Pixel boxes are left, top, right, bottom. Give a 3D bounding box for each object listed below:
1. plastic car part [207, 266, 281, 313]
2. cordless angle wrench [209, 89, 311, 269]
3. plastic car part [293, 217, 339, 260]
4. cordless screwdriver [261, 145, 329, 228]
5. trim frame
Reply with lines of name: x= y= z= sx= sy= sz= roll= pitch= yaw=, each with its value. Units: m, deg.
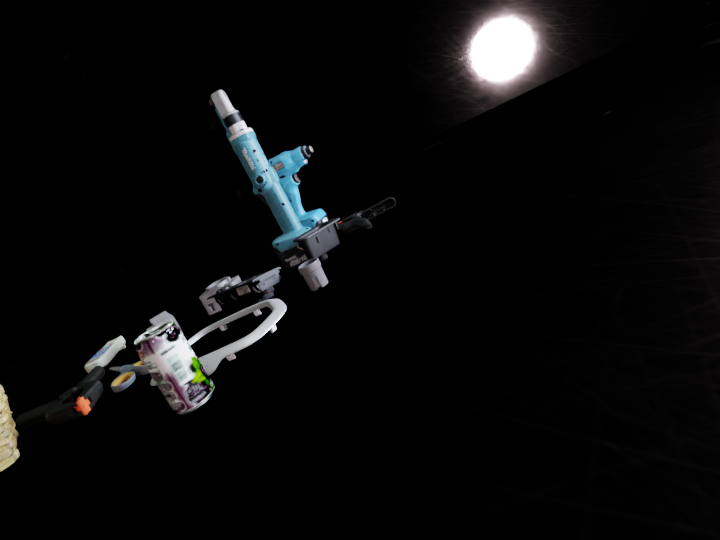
plastic car part: x=-0.220 y=0.044 z=0.805 sx=0.211 sy=0.066 sz=0.065 roll=-12 pitch=20 yaw=44
cordless angle wrench: x=-0.219 y=-0.207 z=0.954 sx=0.100 sy=0.415 sz=0.074 roll=-23 pitch=11 yaw=20
plastic car part: x=-0.089 y=-0.058 z=0.907 sx=0.068 sy=0.069 sz=0.114 roll=-14 pitch=19 yaw=44
cordless screwdriver: x=-0.144 y=-0.181 z=1.065 sx=0.163 sy=0.244 sz=0.074 roll=-21 pitch=12 yaw=25
trim frame: x=-0.221 y=0.112 z=0.665 sx=0.253 sy=0.027 sz=0.185 roll=-23 pitch=16 yaw=15
